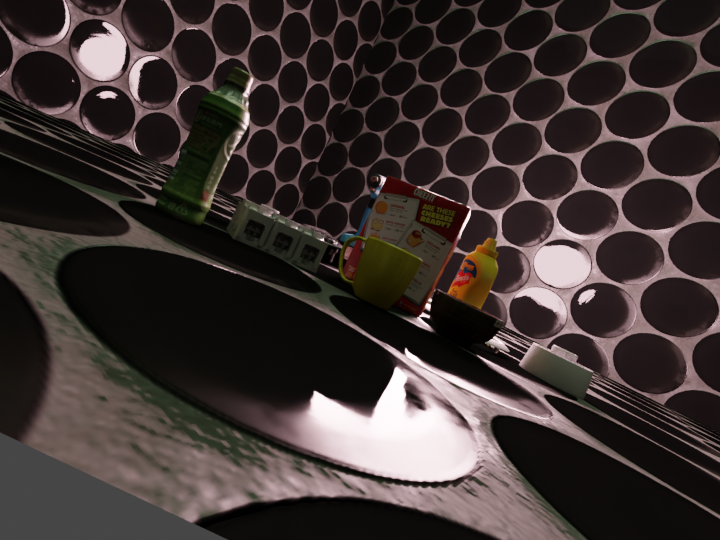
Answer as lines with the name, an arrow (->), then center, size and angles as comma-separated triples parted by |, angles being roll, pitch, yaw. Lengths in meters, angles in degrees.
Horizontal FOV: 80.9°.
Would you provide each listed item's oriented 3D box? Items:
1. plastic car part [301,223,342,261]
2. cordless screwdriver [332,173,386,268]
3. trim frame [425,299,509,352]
plastic car part -> -0.099, -0.065, 1.014 | 0.064, 0.067, 0.211 | 24, 3, -24
cordless screwdriver -> 0.008, -0.117, 1.050 | 0.077, 0.248, 0.154 | 26, 3, 16
trim frame -> 0.185, 0.101, 0.852 | 0.176, 0.027, 0.260 | 24, 4, -27
